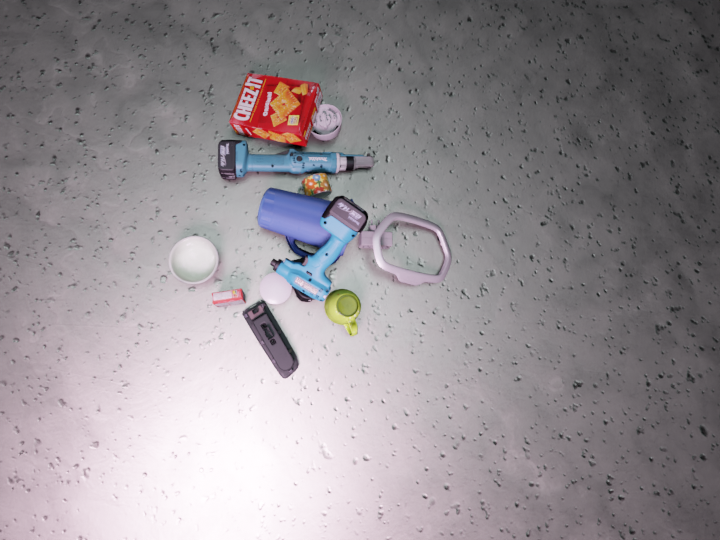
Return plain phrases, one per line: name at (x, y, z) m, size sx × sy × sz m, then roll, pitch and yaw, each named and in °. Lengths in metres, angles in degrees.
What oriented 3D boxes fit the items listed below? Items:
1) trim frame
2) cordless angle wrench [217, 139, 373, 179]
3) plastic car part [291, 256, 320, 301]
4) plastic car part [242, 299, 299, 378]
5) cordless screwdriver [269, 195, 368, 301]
trim frame at (0.139, -0.056, 1.118) m, size 0.239 × 0.028 × 0.186 m, roll 13°, pitch 73°, yaw -22°
cordless angle wrench at (-0.171, -0.297, 1.155) m, size 0.418 × 0.074 × 0.099 m, roll -1°, pitch 80°, yaw -7°
plastic car part at (-0.151, 0.035, 1.083) m, size 0.064 × 0.071 × 0.120 m, roll -14°, pitch 69°, yaw -26°
plastic car part at (-0.219, 0.172, 1.057) m, size 0.065 × 0.067 × 0.205 m, roll -30°, pitch 85°, yaw -18°
cordless screwdriver at (-0.098, -0.064, 1.000) m, size 0.160 × 0.074 × 0.248 m, roll 31°, pitch 103°, yaw 2°
